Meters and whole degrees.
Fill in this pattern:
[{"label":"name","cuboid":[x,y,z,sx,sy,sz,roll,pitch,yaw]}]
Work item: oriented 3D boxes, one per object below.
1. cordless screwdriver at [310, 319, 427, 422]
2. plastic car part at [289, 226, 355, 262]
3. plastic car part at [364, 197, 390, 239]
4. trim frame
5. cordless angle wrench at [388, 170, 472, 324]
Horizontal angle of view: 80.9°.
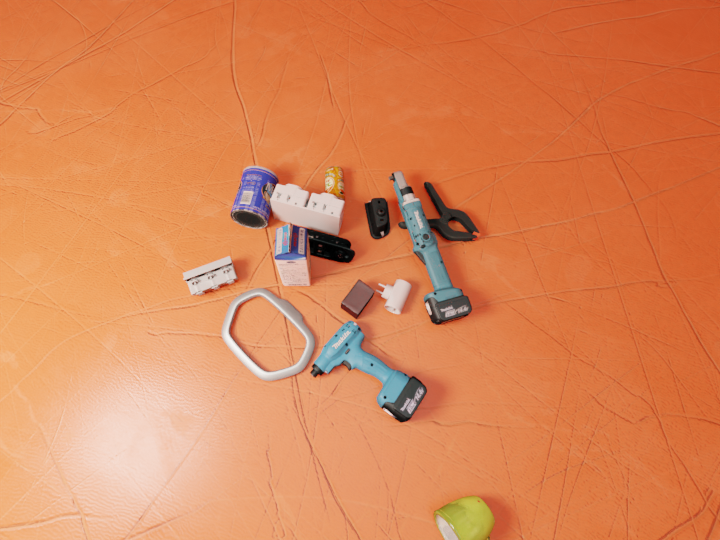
[{"label":"cordless screwdriver","cuboid":[0.015,0.249,0.973,0.258,0.072,0.158,38,71,19]},{"label":"plastic car part","cuboid":[-0.110,-0.072,1.124,0.207,0.065,0.067,18,42,9]},{"label":"plastic car part","cuboid":[0.052,-0.152,1.150,0.066,0.069,0.120,-5,64,-3]},{"label":"trim frame","cuboid":[-0.227,0.154,1.039,0.257,0.027,0.183,39,73,18]},{"label":"cordless angle wrench","cuboid":[0.163,-0.076,1.095,0.097,0.073,0.435,-16,71,-4]}]
